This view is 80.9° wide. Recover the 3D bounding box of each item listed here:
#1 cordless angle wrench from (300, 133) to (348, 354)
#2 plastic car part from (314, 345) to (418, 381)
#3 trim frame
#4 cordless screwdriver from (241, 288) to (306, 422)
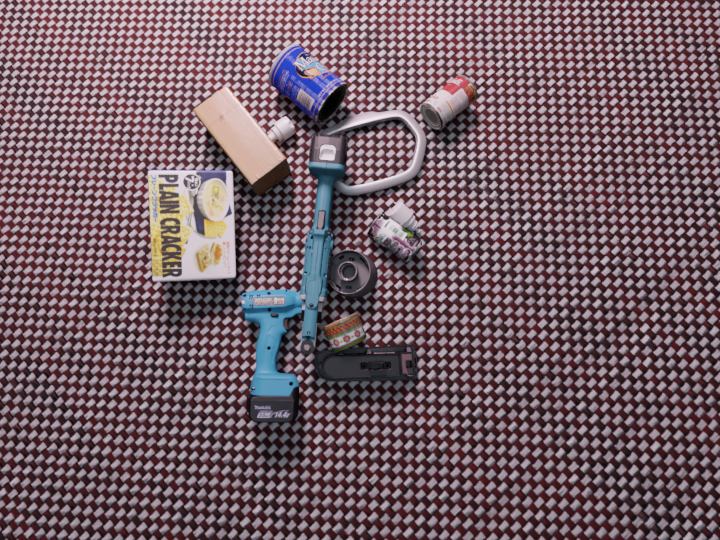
[{"bbox_3d":[-0.081,-0.053,0.827,0.075,0.097,0.426,5,81,0],"label":"cordless angle wrench"},{"bbox_3d":[0.011,0.187,0.824,0.204,0.066,0.066,-2,89,4],"label":"plastic car part"},{"bbox_3d":[0.021,-0.261,0.918,0.249,0.027,0.187,-16,81,1],"label":"trim frame"},{"bbox_3d":[-0.150,0.161,0.827,0.157,0.074,0.253,-2,76,-9],"label":"cordless screwdriver"}]
